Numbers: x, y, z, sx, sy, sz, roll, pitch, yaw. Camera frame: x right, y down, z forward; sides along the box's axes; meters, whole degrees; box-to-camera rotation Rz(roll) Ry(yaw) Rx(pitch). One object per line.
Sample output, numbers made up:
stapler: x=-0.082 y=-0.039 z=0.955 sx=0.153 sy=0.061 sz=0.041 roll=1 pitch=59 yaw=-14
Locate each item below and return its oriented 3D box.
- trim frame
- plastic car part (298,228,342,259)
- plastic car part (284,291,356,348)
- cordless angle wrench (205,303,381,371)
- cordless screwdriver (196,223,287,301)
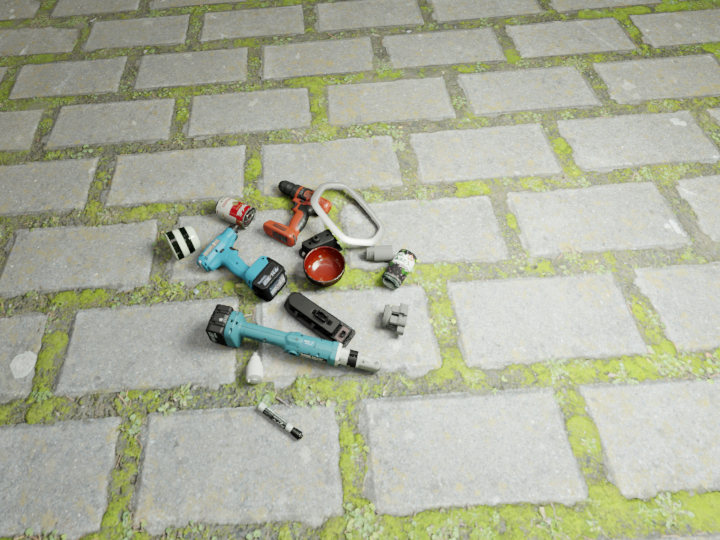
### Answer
trim frame: x=-0.036 y=-0.165 z=1.219 sx=0.179 sy=0.027 sz=0.257 roll=-28 pitch=66 yaw=-34
plastic car part: x=-0.115 y=-0.075 z=1.178 sx=0.115 sy=0.069 sz=0.069 roll=-24 pitch=61 yaw=-15
plastic car part: x=-0.113 y=0.118 z=1.070 sx=0.211 sy=0.064 sz=0.066 roll=31 pitch=72 yaw=22
cordless angle wrench: x=-0.158 y=0.177 z=1.021 sx=0.429 sy=0.095 sz=0.075 roll=13 pitch=58 yaw=7
cordless screwdriver: x=-0.312 y=-0.030 z=1.162 sx=0.258 sy=0.071 sz=0.159 roll=24 pitch=63 yaw=20
